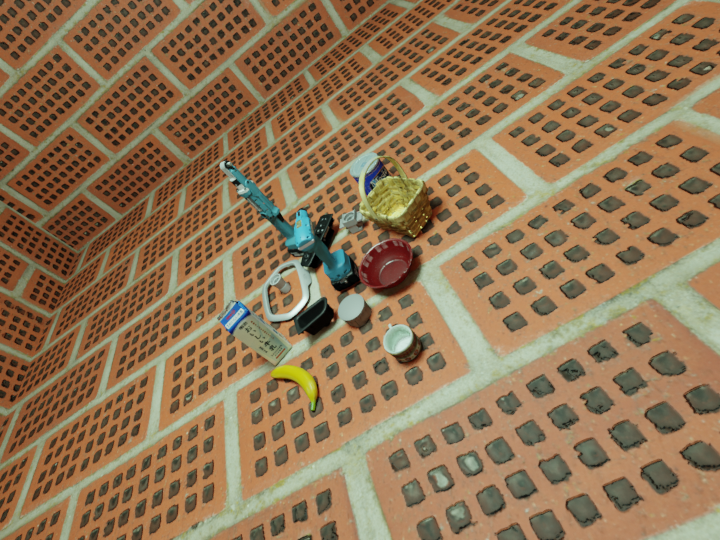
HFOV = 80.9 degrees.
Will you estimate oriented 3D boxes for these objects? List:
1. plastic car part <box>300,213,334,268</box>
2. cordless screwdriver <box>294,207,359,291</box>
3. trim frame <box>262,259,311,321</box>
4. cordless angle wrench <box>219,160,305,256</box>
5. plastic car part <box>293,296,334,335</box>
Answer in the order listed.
[{"bbox_3d":[-0.135,-0.089,1.384,0.069,0.063,0.204,1,56,41],"label":"plastic car part"},{"bbox_3d":[-0.102,-0.062,1.196,0.075,0.235,0.166,-31,39,15],"label":"cordless screwdriver"},{"bbox_3d":[-0.241,0.063,1.367,0.185,0.026,0.260,-35,40,10],"label":"trim frame"},{"bbox_3d":[-0.296,-0.195,1.348,0.102,0.401,0.075,-5,51,39],"label":"cordless angle wrench"},{"bbox_3d":[-0.118,0.135,1.166,0.117,0.067,0.069,-37,38,8],"label":"plastic car part"}]
